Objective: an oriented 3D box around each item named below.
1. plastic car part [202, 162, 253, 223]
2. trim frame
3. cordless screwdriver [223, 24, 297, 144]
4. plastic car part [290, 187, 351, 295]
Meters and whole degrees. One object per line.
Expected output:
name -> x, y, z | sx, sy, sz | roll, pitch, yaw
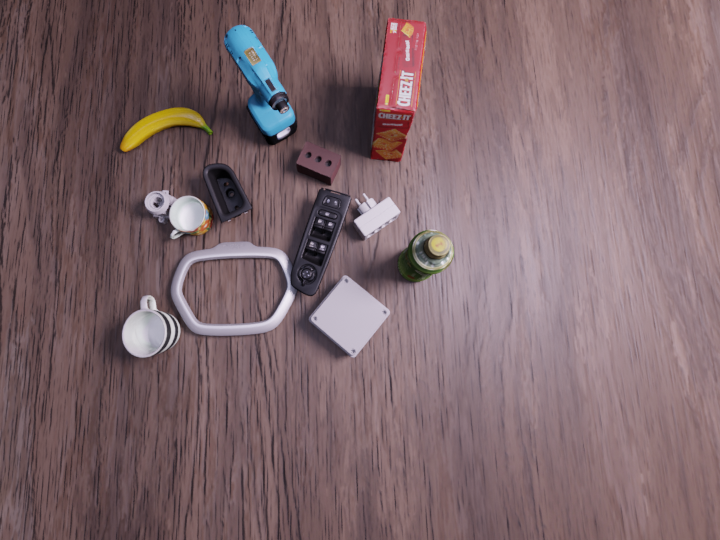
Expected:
plastic car part -> -0.260, -0.152, 0.837 | 0.066, 0.070, 0.118 | -26, 81, -3
trim frame -> -0.246, 0.033, 0.824 | 0.250, 0.027, 0.186 | -4, 80, 3
cordless screwdriver -> -0.164, -0.305, 0.769 | 0.074, 0.246, 0.162 | -31, 83, -5
plastic car part -> -0.079, -0.052, 0.809 | 0.067, 0.066, 0.204 | 19, 82, 3
